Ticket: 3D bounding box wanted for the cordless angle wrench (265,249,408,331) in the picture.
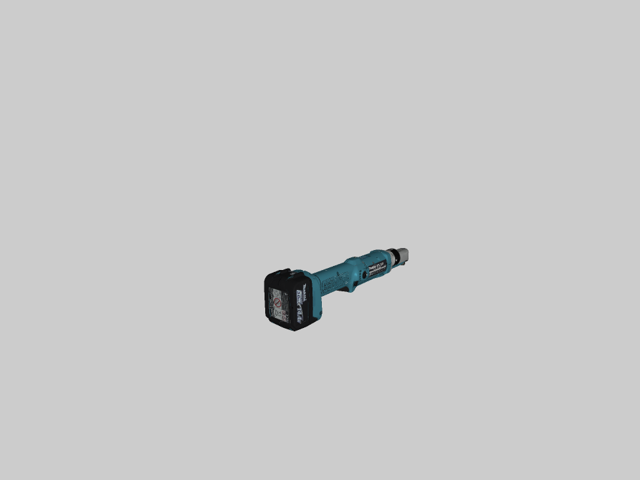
[{"bbox_3d":[0.067,0.068,0.861,0.074,0.098,0.422,11,18,39],"label":"cordless angle wrench"}]
